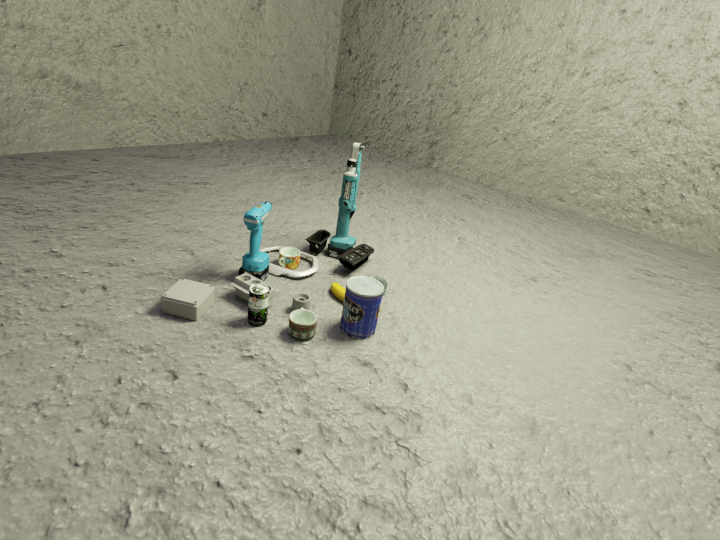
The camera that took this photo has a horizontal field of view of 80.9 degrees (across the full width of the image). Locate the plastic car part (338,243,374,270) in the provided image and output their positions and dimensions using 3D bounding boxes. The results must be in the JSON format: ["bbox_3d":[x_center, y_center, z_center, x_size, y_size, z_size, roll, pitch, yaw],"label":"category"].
[{"bbox_3d":[-0.010,-0.044,1.506,0.069,0.066,0.199,19,29,20],"label":"plastic car part"}]

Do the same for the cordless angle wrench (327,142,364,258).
[{"bbox_3d":[-0.045,-0.241,1.497,0.100,0.415,0.074,15,26,12],"label":"cordless angle wrench"}]

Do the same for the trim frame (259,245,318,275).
[{"bbox_3d":[-0.260,-0.033,1.469,0.258,0.027,0.181,18,29,20],"label":"trim frame"}]

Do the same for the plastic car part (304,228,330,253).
[{"bbox_3d":[-0.154,-0.101,1.578,0.068,0.069,0.115,17,28,18],"label":"plastic car part"}]

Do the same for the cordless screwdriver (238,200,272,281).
[{"bbox_3d":[-0.320,-0.091,1.330,0.075,0.244,0.160,12,26,5],"label":"cordless screwdriver"}]
